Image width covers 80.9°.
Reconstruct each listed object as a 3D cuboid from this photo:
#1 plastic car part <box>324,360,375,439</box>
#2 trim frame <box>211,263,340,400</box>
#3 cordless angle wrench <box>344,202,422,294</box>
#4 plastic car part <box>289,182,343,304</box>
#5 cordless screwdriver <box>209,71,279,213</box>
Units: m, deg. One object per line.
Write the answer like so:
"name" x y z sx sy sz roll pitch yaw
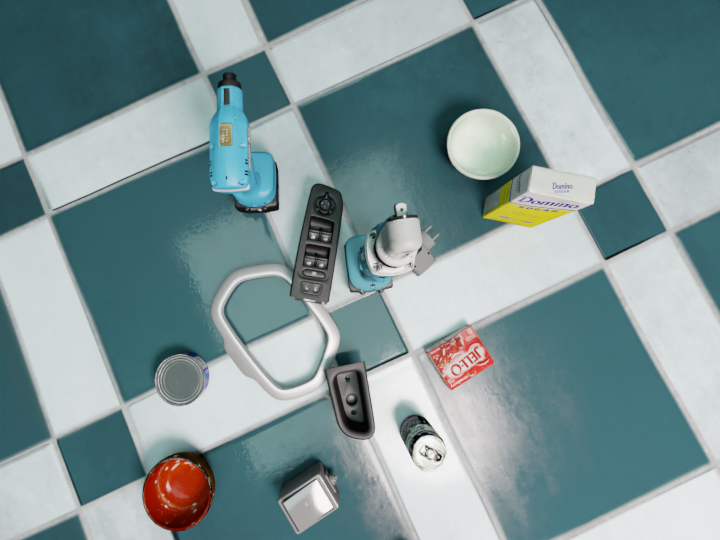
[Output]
"plastic car part" -0.015 0.209 0.695 0.066 0.070 0.117 -12 85 -2
"trim frame" -0.149 0.102 0.733 0.184 0.027 0.251 -40 84 -3
"cordless angle wrench" 0.024 -0.018 0.543 0.074 0.421 0.098 -7 87 -4
"plastic car part" -0.071 -0.046 0.727 0.066 0.066 0.204 9 84 0
"cordless screwdriver" -0.178 -0.178 0.655 0.074 0.248 0.160 -2 86 -3
